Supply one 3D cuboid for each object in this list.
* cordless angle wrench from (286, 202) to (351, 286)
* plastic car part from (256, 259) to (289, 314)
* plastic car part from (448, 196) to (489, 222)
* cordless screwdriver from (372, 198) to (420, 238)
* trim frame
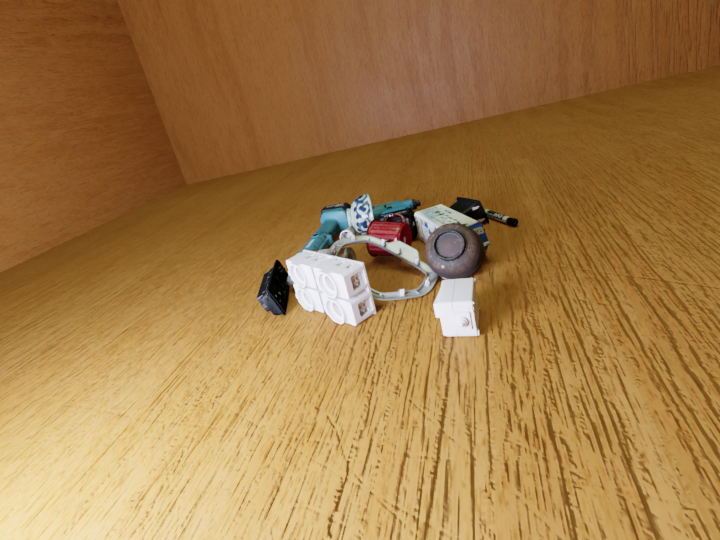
[{"bbox_3d":[-0.112,-0.073,1.142,0.101,0.072,0.424,-8,27,19],"label":"cordless angle wrench"},{"bbox_3d":[-0.196,0.041,0.956,0.068,0.064,0.207,-38,20,14],"label":"plastic car part"},{"bbox_3d":[0.260,-0.144,1.082,0.070,0.064,0.121,-34,22,-7],"label":"plastic car part"},{"bbox_3d":[0.109,-0.150,1.167,0.160,0.072,0.254,-15,19,1],"label":"cordless screwdriver"},{"bbox_3d":[0.037,-0.014,0.876,0.179,0.027,0.263,-26,41,-33],"label":"trim frame"}]
